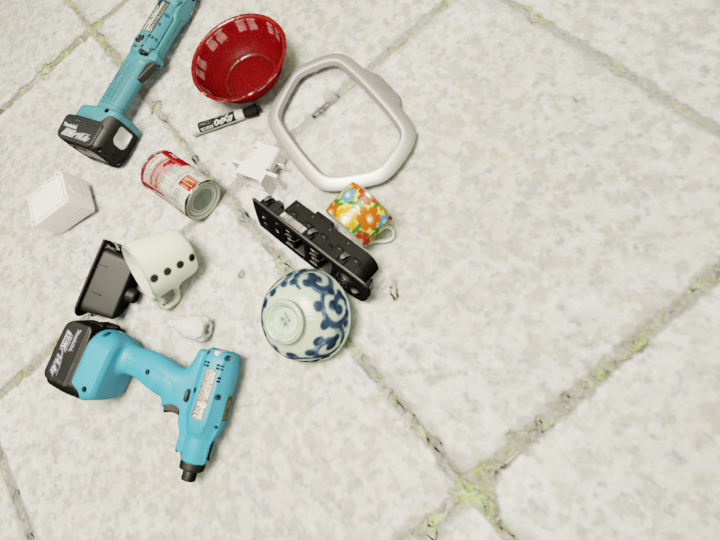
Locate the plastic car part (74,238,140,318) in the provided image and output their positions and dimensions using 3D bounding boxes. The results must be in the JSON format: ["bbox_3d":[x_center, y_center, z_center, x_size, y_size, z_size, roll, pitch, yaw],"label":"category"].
[{"bbox_3d":[-0.360,0.021,0.626,0.071,0.065,0.117,16,82,1],"label":"plastic car part"}]

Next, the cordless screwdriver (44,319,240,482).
[{"bbox_3d":[-0.290,0.160,0.558,0.255,0.072,0.160,11,78,13],"label":"cordless screwdriver"}]

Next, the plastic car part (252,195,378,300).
[{"bbox_3d":[-0.055,-0.036,0.563,0.066,0.065,0.211,-38,65,-27],"label":"plastic car part"}]

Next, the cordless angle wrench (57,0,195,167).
[{"bbox_3d":[-0.368,-0.384,0.738,0.101,0.072,0.424,19,77,17],"label":"cordless angle wrench"}]

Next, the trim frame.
[{"bbox_3d":[-0.032,-0.222,0.625,0.184,0.026,0.258,-38,67,3],"label":"trim frame"}]
